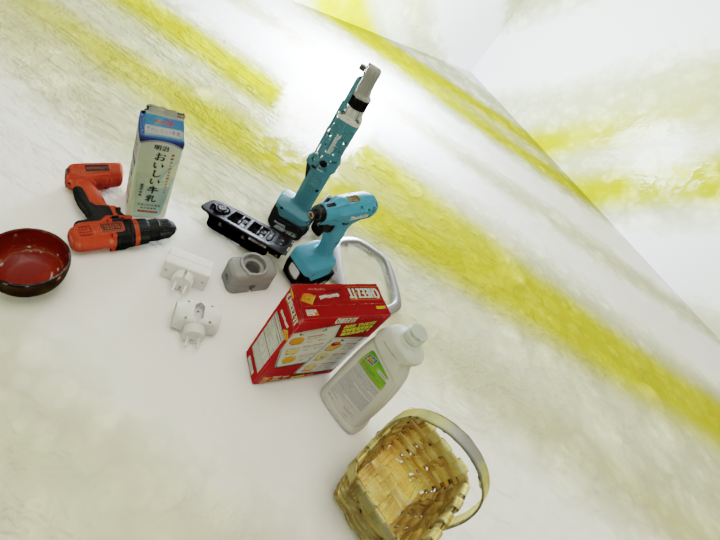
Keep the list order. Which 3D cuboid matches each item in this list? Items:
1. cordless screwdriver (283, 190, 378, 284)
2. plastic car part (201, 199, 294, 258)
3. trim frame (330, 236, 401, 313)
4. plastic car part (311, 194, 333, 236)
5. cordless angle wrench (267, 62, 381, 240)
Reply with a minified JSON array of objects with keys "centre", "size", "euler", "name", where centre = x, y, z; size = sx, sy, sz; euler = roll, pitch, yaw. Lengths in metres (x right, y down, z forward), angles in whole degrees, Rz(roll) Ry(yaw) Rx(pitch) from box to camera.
[{"centre":[-0.082,-0.053,0.835],"size":[0.153,0.249,0.077],"euler":[-18,65,-45],"name":"cordless screwdriver"},{"centre":[-0.245,-0.083,0.897],"size":[0.202,0.067,0.066],"euler":[32,40,-3],"name":"plastic car part"},{"centre":[0.008,0.011,1.003],"size":[0.177,0.027,0.258],"euler":[12,44,-24],"name":"trim frame"},{"centre":[-0.089,-0.125,1.041],"size":[0.066,0.071,0.116],"euler":[35,40,-2],"name":"plastic car part"},{"centre":[-0.074,-0.234,0.884],"size":[0.097,0.424,0.075],"euler":[32,40,-9],"name":"cordless angle wrench"}]
